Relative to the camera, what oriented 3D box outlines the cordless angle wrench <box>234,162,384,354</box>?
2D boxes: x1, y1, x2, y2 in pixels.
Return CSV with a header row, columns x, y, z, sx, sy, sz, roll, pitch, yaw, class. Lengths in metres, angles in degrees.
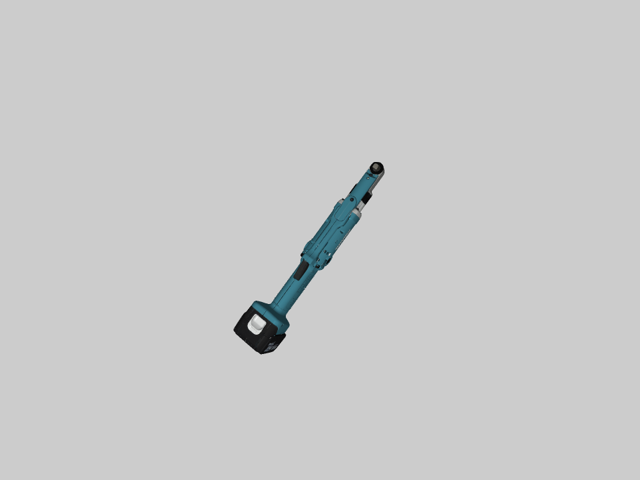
x,y,z,sx,sy,sz,roll,pitch,yaw,class
-0.006,0.027,0.820,0.074,0.423,0.098,36,0,17,cordless angle wrench
